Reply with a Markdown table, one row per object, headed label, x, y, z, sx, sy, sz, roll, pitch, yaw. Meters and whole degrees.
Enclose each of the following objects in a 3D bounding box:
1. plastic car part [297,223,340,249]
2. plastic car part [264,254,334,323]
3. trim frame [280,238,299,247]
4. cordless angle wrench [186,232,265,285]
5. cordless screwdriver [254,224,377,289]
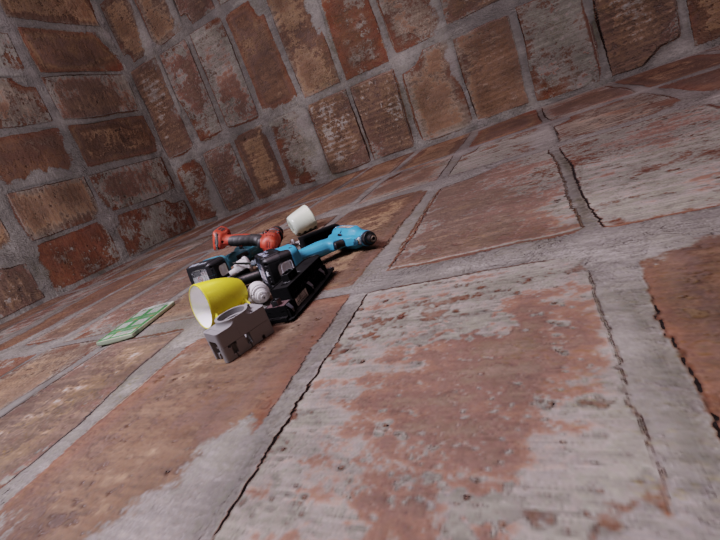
| label | x | y | z | sx | sy | sz | roll | pitch | yaw |
| --- | --- | --- | --- | --- | --- | --- | --- | --- | --- |
| plastic car part | -0.102 | -0.067 | 1.041 | 0.114 | 0.066 | 0.073 | -26 | 1 | -28 |
| plastic car part | -0.113 | 0.024 | 0.770 | 0.068 | 0.066 | 0.200 | -21 | 12 | 29 |
| trim frame | -0.205 | -0.049 | 1.154 | 0.182 | 0.027 | 0.257 | -26 | 19 | -10 |
| cordless angle wrench | -0.354 | -0.054 | 1.284 | 0.101 | 0.073 | 0.418 | -14 | 16 | 24 |
| cordless screwdriver | -0.094 | -0.037 | 0.911 | 0.243 | 0.073 | 0.166 | -25 | 16 | -23 |
